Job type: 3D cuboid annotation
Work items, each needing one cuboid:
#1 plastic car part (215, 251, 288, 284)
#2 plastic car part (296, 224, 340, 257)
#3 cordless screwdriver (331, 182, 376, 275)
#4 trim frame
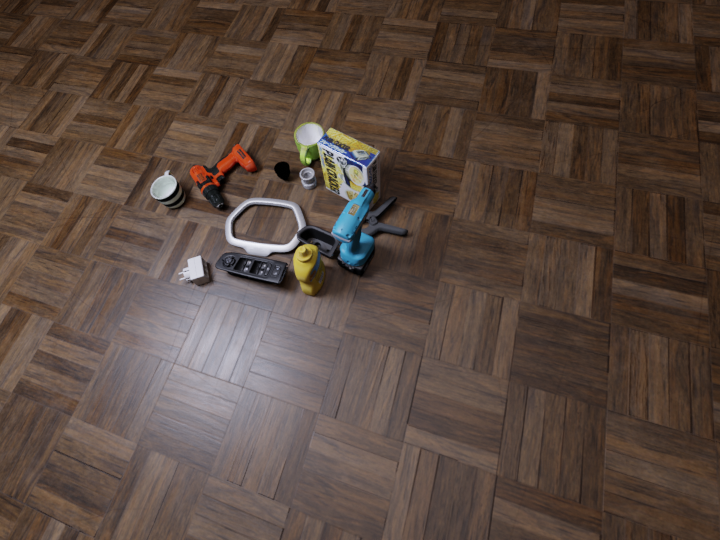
[{"bbox_3d":[-0.295,-0.004,1.153,0.208,0.065,0.067,13,67,13],"label":"plastic car part"},{"bbox_3d":[-0.113,-0.074,1.159,0.121,0.068,0.066,26,70,17],"label":"plastic car part"},{"bbox_3d":[-0.003,-0.099,1.059,0.077,0.241,0.159,25,70,14],"label":"cordless screwdriver"},{"bbox_3d":[-0.278,-0.130,1.233,0.254,0.026,0.187,7,66,11],"label":"trim frame"}]
